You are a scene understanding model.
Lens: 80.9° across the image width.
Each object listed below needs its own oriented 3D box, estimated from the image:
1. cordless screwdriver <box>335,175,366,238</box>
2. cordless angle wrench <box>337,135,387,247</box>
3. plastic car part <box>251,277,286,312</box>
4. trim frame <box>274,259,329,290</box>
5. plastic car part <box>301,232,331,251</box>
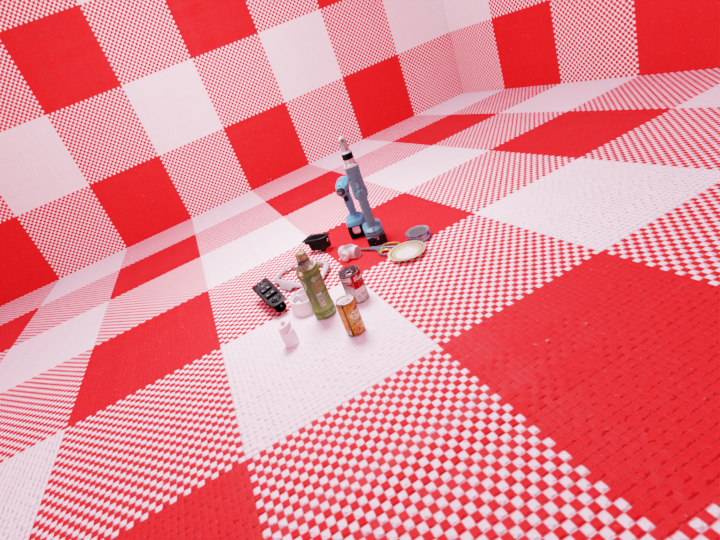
[{"bbox_3d":[-0.040,-0.242,1.681,0.076,0.240,0.162,-16,24,13],"label":"cordless screwdriver"},{"bbox_3d":[-0.002,-0.288,1.546,0.075,0.409,0.101,-19,23,4],"label":"cordless angle wrench"},{"bbox_3d":[-0.309,0.092,1.460,0.065,0.065,0.213,-31,27,-20],"label":"plastic car part"},{"bbox_3d":[-0.221,0.013,1.583,0.261,0.026,0.181,7,39,45],"label":"trim frame"},{"bbox_3d":[-0.169,-0.110,1.726,0.122,0.068,0.065,-2,31,36],"label":"plastic car part"}]
